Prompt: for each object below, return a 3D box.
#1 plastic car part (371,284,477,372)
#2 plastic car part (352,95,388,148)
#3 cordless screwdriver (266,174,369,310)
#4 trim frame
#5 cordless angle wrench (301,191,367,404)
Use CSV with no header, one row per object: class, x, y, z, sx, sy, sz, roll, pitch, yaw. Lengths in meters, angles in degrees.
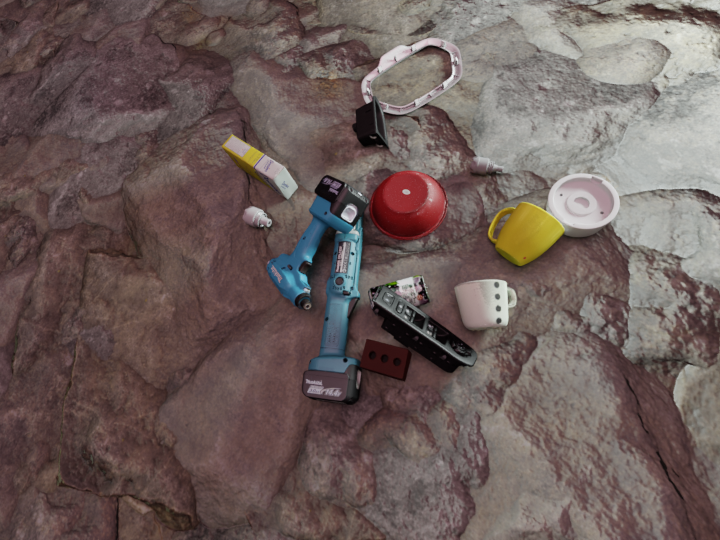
plastic car part,0.102,0.111,0.727,0.206,0.065,0.067,31,111,8
plastic car part,0.017,-0.330,0.960,0.073,0.062,0.120,-18,63,23
cordless screwdriver,-0.080,-0.052,0.816,0.249,0.070,0.168,-55,41,7
trim frame,0.120,-0.463,0.999,0.249,0.026,0.192,-32,63,4
cordless angle wrench,-0.033,0.031,0.821,0.101,0.071,0.430,0,66,15
